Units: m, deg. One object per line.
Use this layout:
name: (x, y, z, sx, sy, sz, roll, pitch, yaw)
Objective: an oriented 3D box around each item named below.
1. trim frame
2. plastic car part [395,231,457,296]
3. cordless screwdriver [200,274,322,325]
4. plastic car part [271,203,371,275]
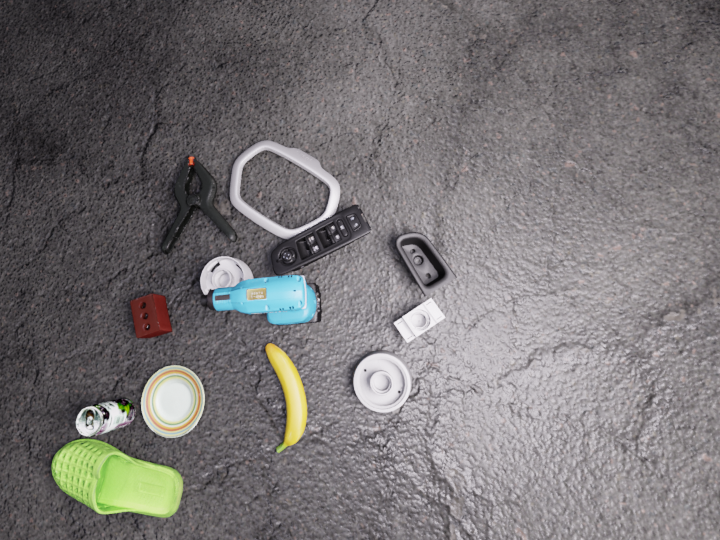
trim frame: (-0.161, -0.171, 0.880, 0.255, 0.027, 0.184, 31, 84, 14)
plastic car part: (0.113, -0.016, 0.782, 0.066, 0.069, 0.119, -32, 76, 0)
cordless screwdriver: (-0.152, 0.053, 0.720, 0.161, 0.243, 0.075, -5, 80, 5)
plastic car part: (-0.080, -0.053, 0.822, 0.203, 0.065, 0.068, -26, 78, 3)
